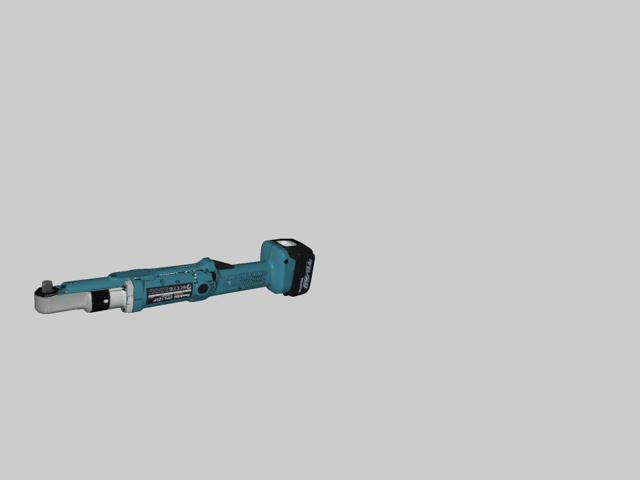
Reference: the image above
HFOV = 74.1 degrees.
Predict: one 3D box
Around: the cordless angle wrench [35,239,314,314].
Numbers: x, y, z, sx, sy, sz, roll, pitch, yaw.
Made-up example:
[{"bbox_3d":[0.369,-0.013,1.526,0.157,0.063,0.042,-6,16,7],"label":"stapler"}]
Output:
[{"bbox_3d":[-0.193,0.063,0.658,0.422,0.098,0.074,-6,23,-42],"label":"cordless angle wrench"}]
